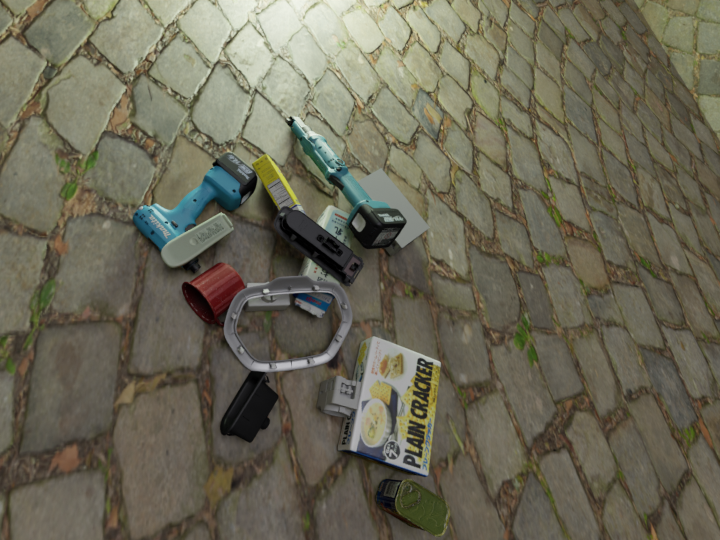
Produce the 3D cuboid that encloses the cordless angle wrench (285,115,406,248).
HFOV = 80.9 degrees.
[{"bbox_3d":[-0.058,-0.225,0.959,0.093,0.074,0.443,-6,49,-41],"label":"cordless angle wrench"}]

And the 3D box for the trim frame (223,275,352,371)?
[{"bbox_3d":[-0.130,0.100,0.794,0.242,0.028,0.183,-2,96,-16],"label":"trim frame"}]

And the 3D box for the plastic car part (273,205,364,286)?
[{"bbox_3d":[-0.080,-0.053,0.823,0.202,0.067,0.066,36,75,-3],"label":"plastic car part"}]

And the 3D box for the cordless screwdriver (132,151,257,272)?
[{"bbox_3d":[-0.309,-0.120,0.857,0.160,0.075,0.246,43,62,2],"label":"cordless screwdriver"}]

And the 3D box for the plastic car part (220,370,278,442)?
[{"bbox_3d":[-0.186,0.243,0.736,0.068,0.068,0.117,38,60,-20],"label":"plastic car part"}]
